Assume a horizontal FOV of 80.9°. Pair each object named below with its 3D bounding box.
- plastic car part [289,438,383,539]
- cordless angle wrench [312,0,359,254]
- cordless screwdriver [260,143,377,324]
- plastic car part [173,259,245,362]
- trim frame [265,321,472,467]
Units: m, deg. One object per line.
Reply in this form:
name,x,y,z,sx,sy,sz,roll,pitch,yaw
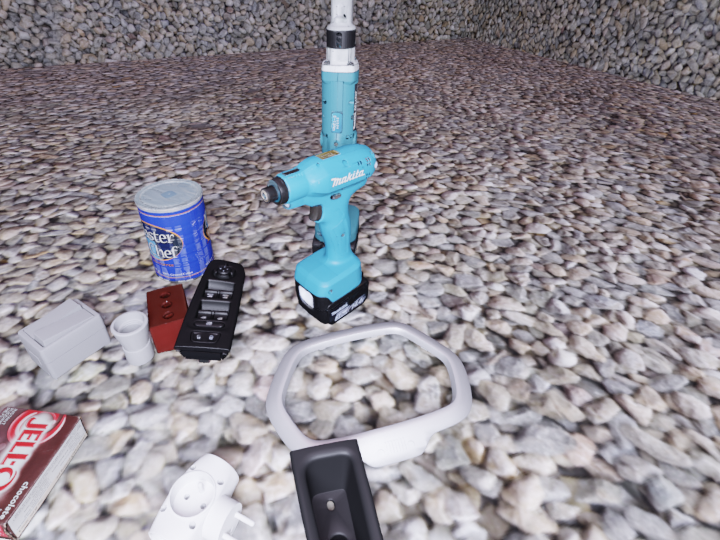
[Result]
plastic car part,-0.020,0.221,0.367,0.065,0.069,0.122,-8,37,-13
cordless angle wrench,-0.033,-0.201,0.646,0.075,0.411,0.100,7,36,4
cordless screwdriver,-0.056,-0.036,0.568,0.155,0.241,0.079,-27,45,-34
plastic car part,-0.199,0.056,0.593,0.066,0.065,0.210,-2,37,-5
trim frame,0.009,0.139,0.512,0.244,0.027,0.193,-11,38,-14
